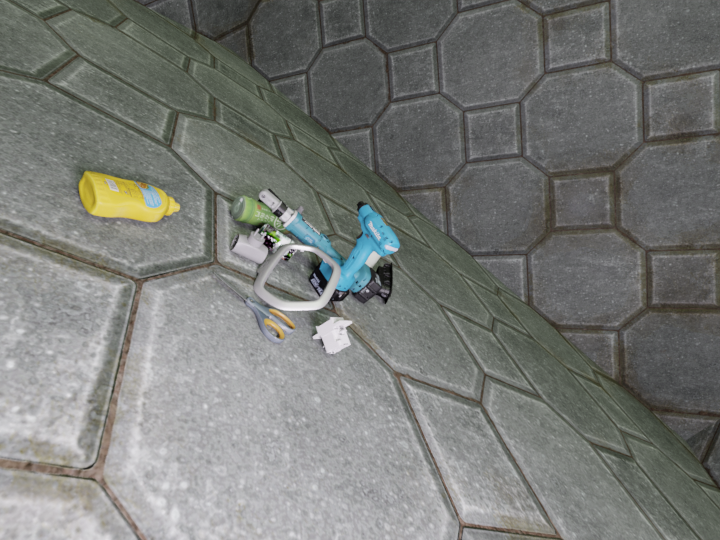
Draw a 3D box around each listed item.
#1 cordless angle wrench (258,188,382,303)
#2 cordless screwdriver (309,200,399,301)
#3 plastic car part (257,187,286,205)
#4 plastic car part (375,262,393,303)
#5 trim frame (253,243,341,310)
[{"bbox_3d":[-0.112,-0.074,1.150,0.409,0.075,0.100,41,18,-17],"label":"cordless angle wrench"},{"bbox_3d":[-0.029,-0.046,1.063,0.070,0.251,0.167,14,38,-50],"label":"cordless screwdriver"},{"bbox_3d":[-0.248,-0.183,1.276,0.117,0.066,0.070,43,6,3],"label":"plastic car part"},{"bbox_3d":[0.071,0.032,1.342,0.066,0.066,0.207,25,23,-11],"label":"plastic car part"},{"bbox_3d":[-0.144,0.011,0.974,0.186,0.027,0.250,18,38,4],"label":"trim frame"}]
